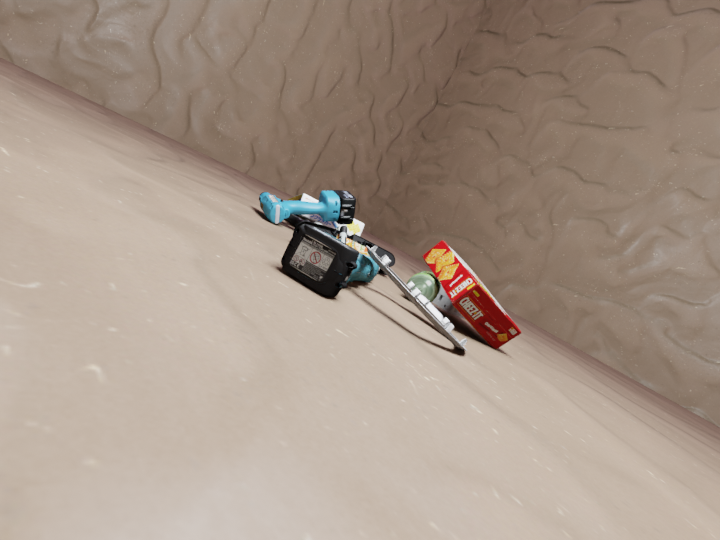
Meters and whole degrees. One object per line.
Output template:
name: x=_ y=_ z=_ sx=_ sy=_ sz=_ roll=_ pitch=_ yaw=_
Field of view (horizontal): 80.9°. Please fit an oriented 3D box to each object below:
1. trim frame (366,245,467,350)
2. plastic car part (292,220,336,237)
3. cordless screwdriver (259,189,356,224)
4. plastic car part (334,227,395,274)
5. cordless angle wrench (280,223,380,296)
trim frame: x=0.092 y=0.039 z=0.718 sx=0.262 sy=0.027 sz=0.174 roll=47 pitch=3 yaw=36
plastic car part: x=-0.089 y=-0.058 z=0.914 sx=0.074 sy=0.066 sz=0.110 roll=48 pitch=20 yaw=30
cordless screwdriver: x=-0.147 y=-0.178 z=1.139 sx=0.241 sy=0.073 sz=0.167 roll=-4 pitch=27 yaw=-22
plastic car part: x=0.016 y=-0.050 z=1.104 sx=0.193 sy=0.068 sz=0.069 roll=28 pitch=-37 yaw=-31
cordless angle wrench: x=-0.015 y=-0.009 z=0.770 sx=0.101 sy=0.074 sz=0.410 roll=29 pitch=5 yaw=13
